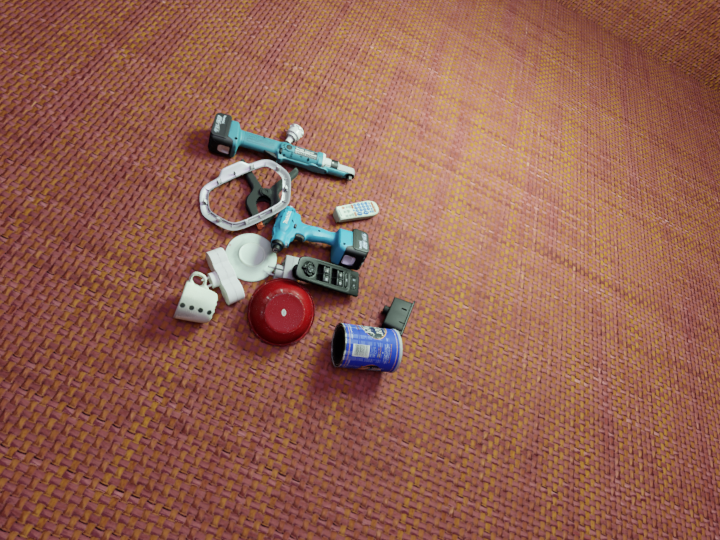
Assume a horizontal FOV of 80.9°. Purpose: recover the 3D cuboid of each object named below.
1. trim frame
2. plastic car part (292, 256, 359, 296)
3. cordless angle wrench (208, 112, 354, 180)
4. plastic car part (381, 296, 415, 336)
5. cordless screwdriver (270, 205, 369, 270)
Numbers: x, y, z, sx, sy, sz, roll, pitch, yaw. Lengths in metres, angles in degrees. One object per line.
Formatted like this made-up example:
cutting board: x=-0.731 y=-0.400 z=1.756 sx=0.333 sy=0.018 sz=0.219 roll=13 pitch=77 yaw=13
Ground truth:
trim frame: x=-0.297 y=-0.203 z=1.099 sx=0.246 sy=0.027 sz=0.191 roll=-28 pitch=69 yaw=-12
plastic car part: x=-0.090 y=0.013 z=1.048 sx=0.192 sy=0.070 sz=0.067 roll=21 pitch=73 yaw=-43
cordless angle wrench: x=-0.212 y=-0.333 z=1.202 sx=0.412 sy=0.075 sz=0.100 roll=13 pitch=62 yaw=-15
plastic car part: x=0.089 y=0.119 z=1.084 sx=0.072 sy=0.064 sz=0.117 roll=21 pitch=56 yaw=6
cordless screwdriver: x=-0.105 y=-0.069 z=1.079 sx=0.246 sy=0.074 sz=0.162 roll=19 pitch=41 yaw=-7
